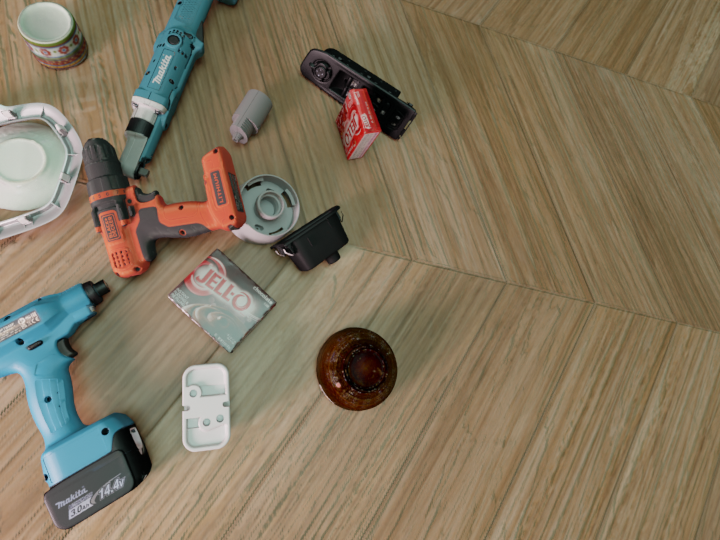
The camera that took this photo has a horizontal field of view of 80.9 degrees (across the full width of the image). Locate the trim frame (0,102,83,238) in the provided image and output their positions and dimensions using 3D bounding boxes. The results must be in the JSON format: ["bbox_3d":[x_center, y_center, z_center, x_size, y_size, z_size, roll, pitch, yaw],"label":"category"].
[{"bbox_3d":[-0.477,-0.125,0.532,0.247,0.027,0.187,-18,81,-4],"label":"trim frame"}]

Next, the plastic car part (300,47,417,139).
[{"bbox_3d":[0.000,-0.302,0.691,0.201,0.066,0.067,29,61,-4],"label":"plastic car part"}]

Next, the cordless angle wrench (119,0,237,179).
[{"bbox_3d":[-0.274,-0.329,0.635,0.096,0.075,0.427,16,74,-10],"label":"cordless angle wrench"}]

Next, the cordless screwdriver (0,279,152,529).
[{"bbox_3d":[-0.323,0.140,0.492,0.157,0.074,0.253,-33,81,-19],"label":"cordless screwdriver"}]

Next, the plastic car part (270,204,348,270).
[{"bbox_3d":[-0.060,-0.039,0.611,0.114,0.068,0.070,-33,102,-23],"label":"plastic car part"}]
